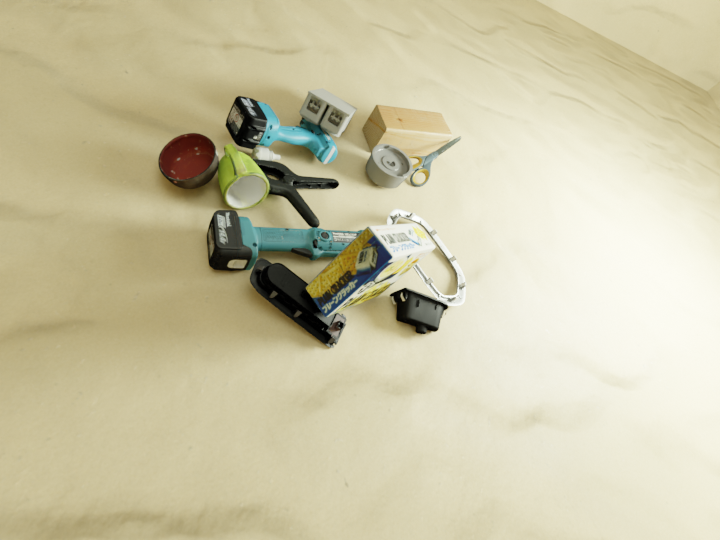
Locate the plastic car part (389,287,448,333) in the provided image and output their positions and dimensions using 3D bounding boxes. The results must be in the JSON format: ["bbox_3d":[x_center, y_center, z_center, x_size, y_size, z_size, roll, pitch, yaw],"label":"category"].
[{"bbox_3d":[0.118,0.087,0.834,0.114,0.067,0.072,23,67,-14],"label":"plastic car part"}]

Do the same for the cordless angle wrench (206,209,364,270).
[{"bbox_3d":[-0.082,-0.053,0.834,0.407,0.074,0.101,0,59,-26],"label":"cordless angle wrench"}]

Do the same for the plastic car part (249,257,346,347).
[{"bbox_3d":[-0.102,0.052,0.730,0.199,0.068,0.066,37,62,-10],"label":"plastic car part"}]

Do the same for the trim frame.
[{"bbox_3d":[0.148,-0.035,0.914,0.178,0.028,0.253,-22,75,-49],"label":"trim frame"}]

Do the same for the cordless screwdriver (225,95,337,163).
[{"bbox_3d":[-0.178,-0.325,0.953,0.237,0.074,0.167,3,46,-40],"label":"cordless screwdriver"}]
